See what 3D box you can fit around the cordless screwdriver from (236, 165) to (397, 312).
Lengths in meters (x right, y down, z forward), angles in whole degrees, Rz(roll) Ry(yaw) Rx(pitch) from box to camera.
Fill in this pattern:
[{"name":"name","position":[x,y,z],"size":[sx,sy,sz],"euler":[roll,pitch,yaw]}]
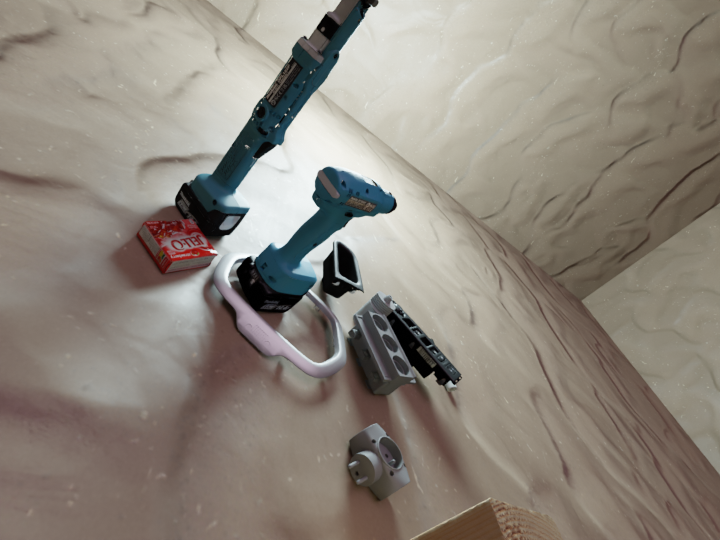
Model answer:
[{"name":"cordless screwdriver","position":[-0.061,-0.040,0.625],"size":[0.151,0.251,0.078],"euler":[8,44,-52]}]

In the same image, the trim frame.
[{"name":"trim frame","position":[-0.118,0.061,0.646],"size":[0.250,0.028,0.182],"euler":[43,24,1]}]

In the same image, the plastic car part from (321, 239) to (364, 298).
[{"name":"plastic car part","position":[-0.044,0.006,0.792],"size":[0.063,0.071,0.121],"euler":[30,27,-27]}]

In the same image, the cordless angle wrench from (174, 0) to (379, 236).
[{"name":"cordless angle wrench","position":[-0.127,-0.221,0.612],"size":[0.101,0.426,0.071],"euler":[53,26,16]}]

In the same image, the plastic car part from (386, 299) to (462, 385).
[{"name":"plastic car part","position":[0.098,0.135,0.796],"size":[0.211,0.067,0.063],"euler":[53,26,22]}]
